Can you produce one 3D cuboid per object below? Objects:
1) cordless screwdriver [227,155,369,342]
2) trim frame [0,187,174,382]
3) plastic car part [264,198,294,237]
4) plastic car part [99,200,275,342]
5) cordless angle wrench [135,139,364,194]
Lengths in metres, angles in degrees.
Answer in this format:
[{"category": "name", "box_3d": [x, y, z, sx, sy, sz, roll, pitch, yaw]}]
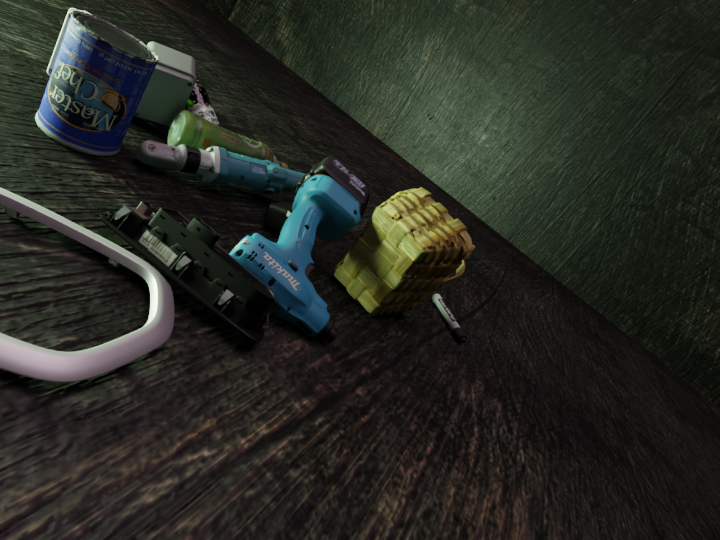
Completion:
[{"category": "cordless screwdriver", "box_3d": [-0.055, -0.036, 0.559, 0.156, 0.076, 0.249, 42, 44, -13]}, {"category": "trim frame", "box_3d": [-0.265, -0.002, 0.333, 0.241, 0.027, 0.189, 27, 24, -16]}, {"category": "plastic car part", "box_3d": [-0.120, -0.089, 0.689, 0.071, 0.065, 0.117, 21, 19, -2]}, {"category": "plastic car part", "box_3d": [-0.165, -0.008, 0.439, 0.205, 0.067, 0.066, 43, -4, 4]}, {"category": "cordless angle wrench", "box_3d": [-0.159, -0.157, 0.716, 0.402, 0.102, 0.075, 4, 78, -44]}]
